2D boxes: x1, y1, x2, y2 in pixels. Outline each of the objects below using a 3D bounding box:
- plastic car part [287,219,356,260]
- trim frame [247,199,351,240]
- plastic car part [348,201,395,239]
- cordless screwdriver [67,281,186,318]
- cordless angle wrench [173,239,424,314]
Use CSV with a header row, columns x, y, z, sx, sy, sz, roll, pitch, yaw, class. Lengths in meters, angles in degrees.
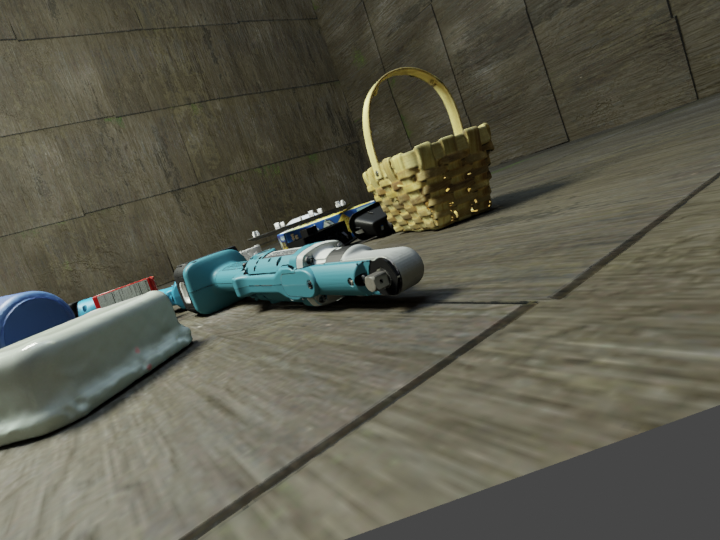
x,y,z,sx,sy,sz,roll,pitch,yaw,class
-0.074,-0.049,0.761,0.068,0.067,0.197,-24,2,36,plastic car part
-0.138,-0.112,0.944,0.250,0.027,0.185,-21,8,4,trim frame
0.045,-0.089,0.764,0.113,0.064,0.075,-29,25,-33,plastic car part
-0.398,0.061,0.754,0.246,0.074,0.162,-17,7,-9,cordless screwdriver
-0.095,0.006,0.444,0.095,0.073,0.441,-25,12,-34,cordless angle wrench
